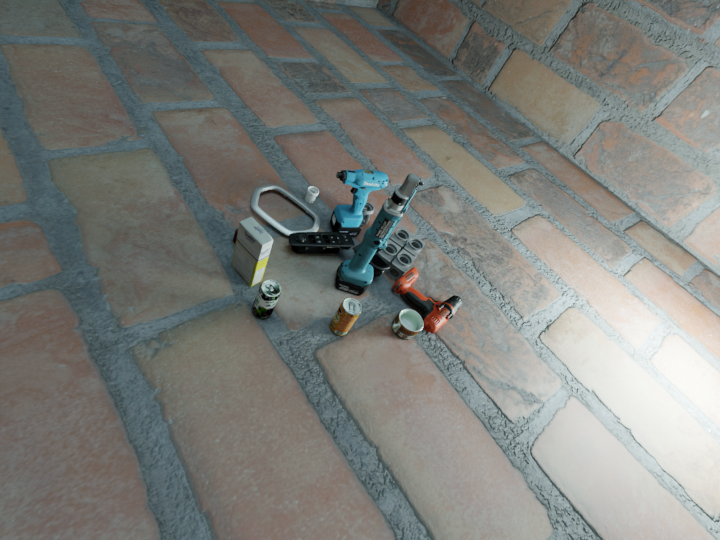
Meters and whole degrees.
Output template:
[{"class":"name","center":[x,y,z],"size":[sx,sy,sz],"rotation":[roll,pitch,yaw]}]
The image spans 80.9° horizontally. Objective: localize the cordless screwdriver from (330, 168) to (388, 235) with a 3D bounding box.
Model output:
[{"class":"cordless screwdriver","center":[-0.034,-0.214,1.318],"size":[0.153,0.247,0.077],"rotation":[3,51,-25]}]

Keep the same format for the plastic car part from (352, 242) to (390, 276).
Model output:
[{"class":"plastic car part","center":[0.026,-0.023,1.293],"size":[0.064,0.070,0.121],"rotation":[-28,65,-41]}]

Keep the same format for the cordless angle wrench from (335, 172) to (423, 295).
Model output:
[{"class":"cordless angle wrench","center":[0.044,-0.089,1.112],"size":[0.096,0.421,0.076],"rotation":[21,45,-11]}]

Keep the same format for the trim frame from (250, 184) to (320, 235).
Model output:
[{"class":"trim frame","center":[-0.242,-0.193,1.365],"size":[0.254,0.027,0.182],"rotation":[35,45,9]}]

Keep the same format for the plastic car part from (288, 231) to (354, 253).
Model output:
[{"class":"plastic car part","center":[-0.126,-0.082,1.284],"size":[0.196,0.066,0.069],"rotation":[2,50,-23]}]
